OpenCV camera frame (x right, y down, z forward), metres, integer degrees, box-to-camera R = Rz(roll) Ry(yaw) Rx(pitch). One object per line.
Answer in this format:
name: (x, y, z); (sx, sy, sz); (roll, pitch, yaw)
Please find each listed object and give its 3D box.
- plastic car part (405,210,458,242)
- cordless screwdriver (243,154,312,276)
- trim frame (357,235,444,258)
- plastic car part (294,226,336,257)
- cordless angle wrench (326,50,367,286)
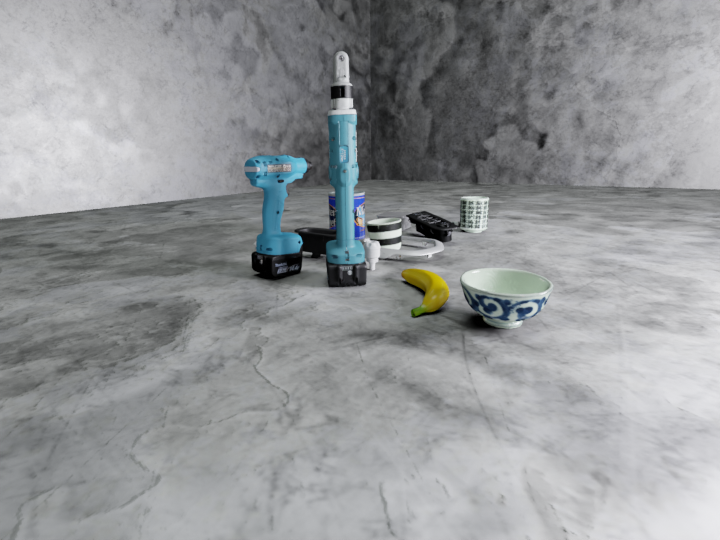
plastic car part: (0.199, -0.121, 1.189); (0.065, 0.066, 0.211); (-6, 16, -18)
cordless screwdriver: (-0.162, -0.118, 0.895); (0.078, 0.245, 0.153); (11, 18, 42)
trim frame: (0.088, -0.060, 1.056); (0.262, 0.027, 0.177); (11, 20, 38)
plastic car part: (-0.100, -0.065, 1.022); (0.121, 0.070, 0.064); (4, 15, 22)
cordless angle wrench: (-0.032, -0.182, 0.790); (0.074, 0.417, 0.100); (-2, 13, -5)
